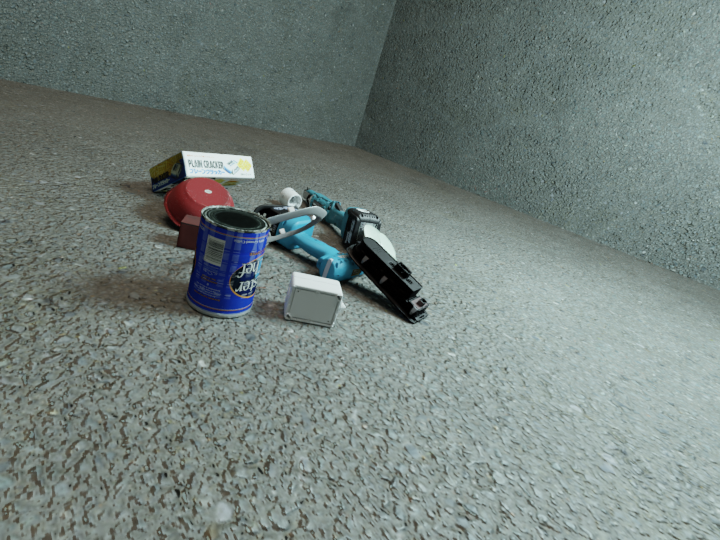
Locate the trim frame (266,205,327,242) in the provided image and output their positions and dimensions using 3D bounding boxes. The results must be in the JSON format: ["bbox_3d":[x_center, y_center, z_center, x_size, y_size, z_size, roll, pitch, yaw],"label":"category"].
[{"bbox_3d":[-0.176,-0.073,0.777,0.243,0.028,0.186,-21,-4,-20],"label":"trim frame"}]

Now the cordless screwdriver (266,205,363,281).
[{"bbox_3d":[-0.091,-0.060,0.933,0.262,0.073,0.152,34,26,32],"label":"cordless screwdriver"}]

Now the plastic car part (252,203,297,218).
[{"bbox_3d":[-0.224,-0.136,1.060,0.112,0.065,0.074,4,8,-23],"label":"plastic car part"}]

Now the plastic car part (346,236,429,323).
[{"bbox_3d":[0.053,0.006,0.809,0.212,0.066,0.064,43,38,25],"label":"plastic car part"}]

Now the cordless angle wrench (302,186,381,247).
[{"bbox_3d":[-0.083,-0.170,1.211,0.071,0.097,0.445,5,19,-30],"label":"cordless angle wrench"}]
